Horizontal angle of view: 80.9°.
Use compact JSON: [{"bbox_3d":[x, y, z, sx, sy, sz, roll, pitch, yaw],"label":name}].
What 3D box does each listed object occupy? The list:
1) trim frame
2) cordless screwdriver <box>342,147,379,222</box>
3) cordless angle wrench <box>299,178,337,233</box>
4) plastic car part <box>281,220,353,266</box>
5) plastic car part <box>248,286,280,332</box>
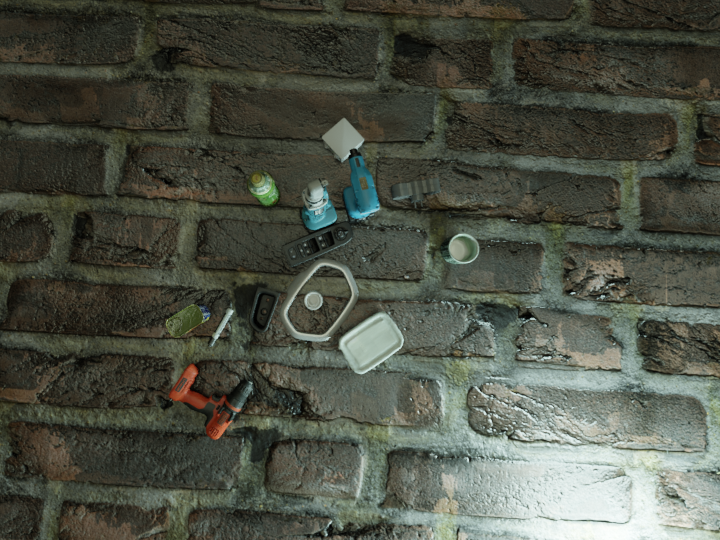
[{"bbox_3d":[-0.118,0.084,1.194,0.185,0.027,0.248,35,87,3],"label":"trim frame"},{"bbox_3d":[-0.006,-0.213,1.107,0.074,0.248,0.160,-15,88,-4],"label":"cordless screwdriver"},{"bbox_3d":[-0.106,-0.157,1.017,0.098,0.423,0.074,-23,90,-5],"label":"cordless angle wrench"},{"bbox_3d":[-0.116,-0.076,1.188,0.203,0.067,0.067,-23,88,-1],"label":"plastic car part"},{"bbox_3d":[-0.268,0.108,1.173,0.066,0.071,0.117,17,86,-1],"label":"plastic car part"}]
